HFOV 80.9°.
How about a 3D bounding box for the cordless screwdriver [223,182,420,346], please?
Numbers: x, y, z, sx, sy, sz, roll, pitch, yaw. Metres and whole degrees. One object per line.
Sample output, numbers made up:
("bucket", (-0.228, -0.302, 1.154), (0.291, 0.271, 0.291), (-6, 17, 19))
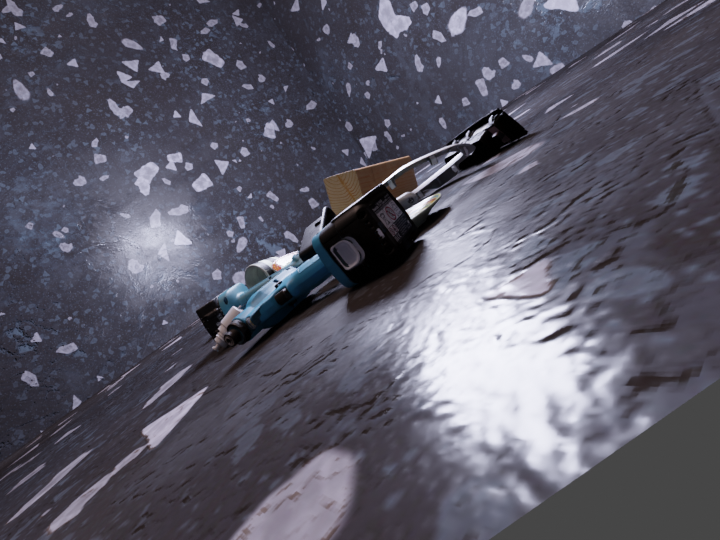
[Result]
("cordless screwdriver", (-0.058, 0.007, 0.503), (0.254, 0.074, 0.157), (-33, 8, 39))

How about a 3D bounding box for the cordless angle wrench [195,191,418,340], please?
("cordless angle wrench", (-0.087, -0.014, 0.731), (0.426, 0.074, 0.098), (-31, 7, 9))

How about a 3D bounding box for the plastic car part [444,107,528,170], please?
("plastic car part", (0.214, -0.226, 0.781), (0.067, 0.065, 0.206), (-61, 12, -2))

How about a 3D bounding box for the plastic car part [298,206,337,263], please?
("plastic car part", (-0.064, -0.042, 0.652), (0.072, 0.063, 0.120), (-32, 28, 16))

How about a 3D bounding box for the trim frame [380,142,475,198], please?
("trim frame", (0.090, -0.148, 0.737), (0.178, 0.028, 0.252), (-20, -9, -36))
